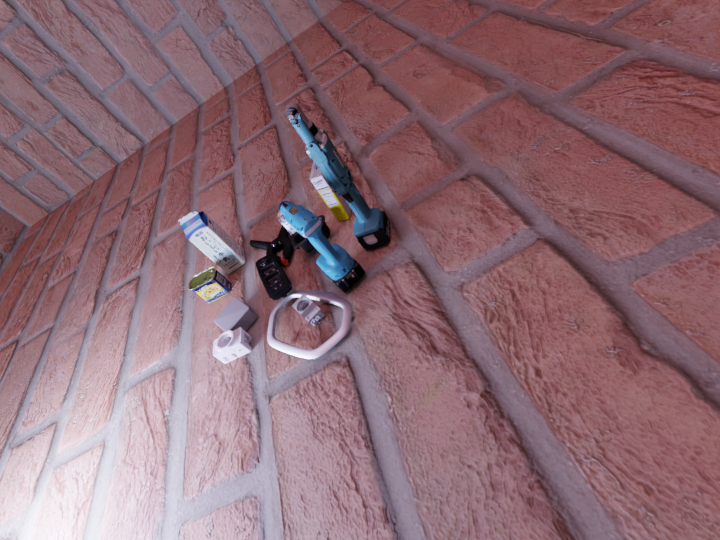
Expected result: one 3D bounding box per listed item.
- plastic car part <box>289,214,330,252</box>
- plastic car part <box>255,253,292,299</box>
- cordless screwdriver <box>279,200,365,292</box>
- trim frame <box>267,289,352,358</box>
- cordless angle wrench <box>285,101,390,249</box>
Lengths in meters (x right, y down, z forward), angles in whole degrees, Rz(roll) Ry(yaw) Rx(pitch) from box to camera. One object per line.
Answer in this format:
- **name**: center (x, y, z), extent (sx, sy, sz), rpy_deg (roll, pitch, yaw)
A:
- **plastic car part**: center (-0.130, -0.094, 1.188), extent (0.117, 0.067, 0.069), rpy_deg (-33, 40, 7)
- **plastic car part**: center (-0.235, 0.019, 1.166), extent (0.066, 0.063, 0.214), rpy_deg (-40, 41, -2)
- **cordless screwdriver**: center (-0.099, -0.065, 1.010), extent (0.074, 0.236, 0.168), rpy_deg (-43, 40, -7)
- **trim frame**: center (-0.127, 0.122, 1.024), extent (0.261, 0.026, 0.185), rpy_deg (5, 57, 39)
- **cordless angle wrench**: center (-0.049, -0.212, 0.980), extent (0.076, 0.401, 0.100), rpy_deg (-17, 44, 23)
